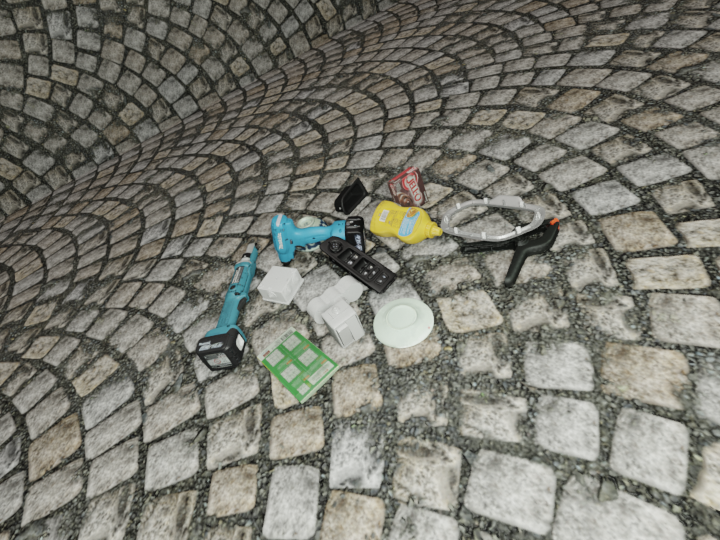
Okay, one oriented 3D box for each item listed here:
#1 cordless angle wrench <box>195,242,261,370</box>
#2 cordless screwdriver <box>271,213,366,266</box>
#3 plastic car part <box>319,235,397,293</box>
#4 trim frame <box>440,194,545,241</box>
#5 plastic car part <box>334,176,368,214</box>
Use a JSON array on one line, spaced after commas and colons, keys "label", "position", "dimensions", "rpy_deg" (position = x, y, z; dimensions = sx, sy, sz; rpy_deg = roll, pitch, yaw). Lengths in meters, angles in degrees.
[{"label": "cordless angle wrench", "position": [-0.327, 0.064, 1.126], "dimensions": [0.100, 0.071, 0.435], "rpy_deg": [-14, 39, 12]}, {"label": "cordless screwdriver", "position": [-0.111, -0.072, 1.133], "dimensions": [0.252, 0.154, 0.076], "rpy_deg": [2, 40, 7]}, {"label": "plastic car part", "position": [-0.010, -0.014, 1.031], "dimensions": [0.211, 0.065, 0.066], "rpy_deg": [37, 73, 21]}, {"label": "trim frame", "position": [0.308, -0.129, 1.015], "dimensions": [0.181, 0.026, 0.262], "rpy_deg": [-38, 32, -26]}, {"label": "plastic car part", "position": [-0.042, -0.223, 1.302], "dimensions": [0.074, 0.063, 0.116], "rpy_deg": [7, 50, 52]}]
